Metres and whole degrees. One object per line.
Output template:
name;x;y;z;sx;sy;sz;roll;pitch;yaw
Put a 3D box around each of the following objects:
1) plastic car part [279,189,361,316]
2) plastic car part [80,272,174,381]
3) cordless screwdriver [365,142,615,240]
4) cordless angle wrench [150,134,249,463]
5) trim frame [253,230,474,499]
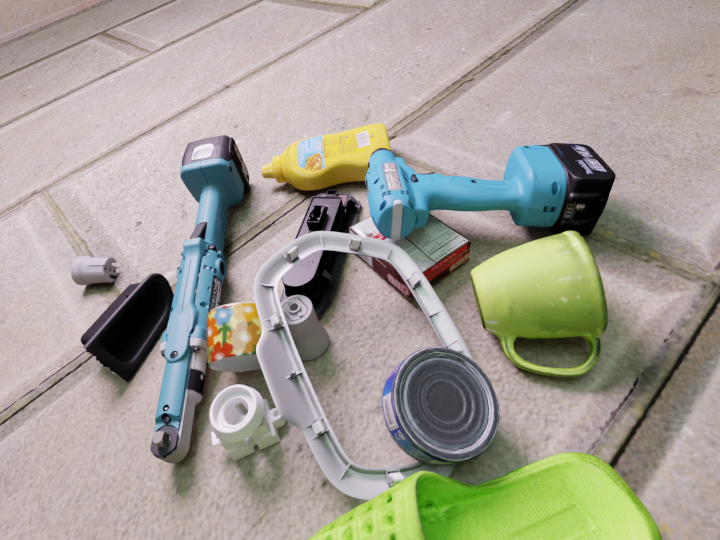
plastic car part;-0.050;-0.033;0.513;0.068;0.064;0.206;7;53;10
plastic car part;-0.276;0.060;0.495;0.074;0.063;0.118;-6;43;27
cordless screwdriver;0.131;-0.104;0.490;0.249;0.072;0.164;-3;40;1
cordless angle wrench;-0.192;-0.001;0.509;0.075;0.094;0.438;-11;51;3
trim frame;0.002;0.066;0.379;0.180;0.027;0.257;-19;67;-17
